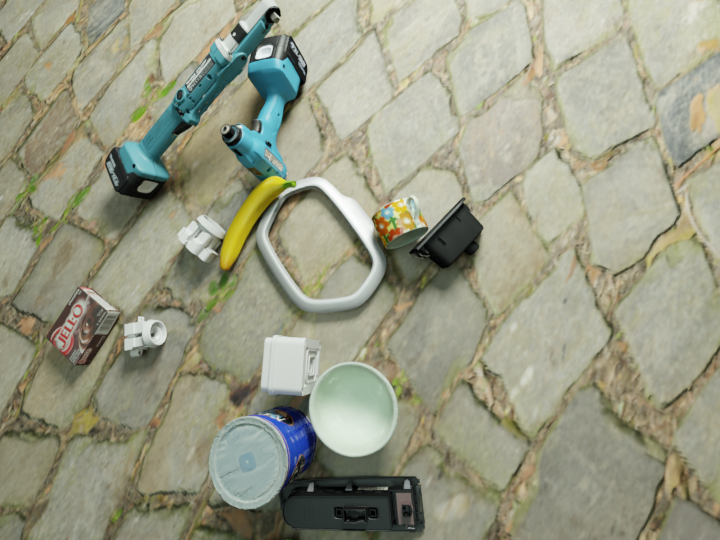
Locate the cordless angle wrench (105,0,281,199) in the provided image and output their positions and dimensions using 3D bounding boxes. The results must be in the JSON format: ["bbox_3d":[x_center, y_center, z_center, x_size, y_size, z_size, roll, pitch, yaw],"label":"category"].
[{"bbox_3d":[-0.287,-0.286,0.720,0.428,0.071,0.101,-37,70,23],"label":"cordless angle wrench"}]

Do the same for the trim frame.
[{"bbox_3d":[-0.068,-0.045,0.698,0.184,0.026,0.258,-38,68,3],"label":"trim frame"}]

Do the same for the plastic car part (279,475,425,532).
[{"bbox_3d":[-0.020,0.324,0.572,0.208,0.065,0.067,-7,83,15],"label":"plastic car part"}]

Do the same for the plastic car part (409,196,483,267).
[{"bbox_3d":[0.140,-0.048,0.632,0.116,0.065,0.071,-43,87,-3],"label":"plastic car part"}]

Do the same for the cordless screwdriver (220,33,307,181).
[{"bbox_3d":[-0.164,-0.286,0.717,0.077,0.152,0.252,1,75,21],"label":"cordless screwdriver"}]
